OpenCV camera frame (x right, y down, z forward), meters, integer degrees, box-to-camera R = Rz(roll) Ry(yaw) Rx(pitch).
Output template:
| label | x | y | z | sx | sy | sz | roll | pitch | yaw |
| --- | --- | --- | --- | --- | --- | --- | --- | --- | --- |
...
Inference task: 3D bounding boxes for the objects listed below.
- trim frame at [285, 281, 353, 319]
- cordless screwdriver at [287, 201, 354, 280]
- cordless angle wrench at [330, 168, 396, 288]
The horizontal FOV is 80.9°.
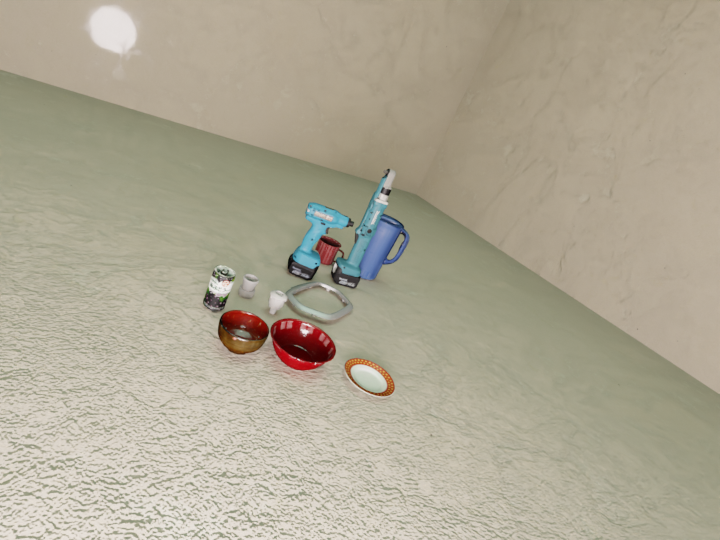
| label | x | y | z | sx | sy | sz | roll | pitch | yaw |
| --- | --- | --- | --- | --- | --- | --- | --- | --- | --- |
| trim frame | -0.122 | 0.086 | 1.270 | 0.191 | 0.027 | 0.241 | 30 | 22 | 18 |
| cordless screwdriver | -0.134 | -0.088 | 1.374 | 0.156 | 0.247 | 0.076 | 20 | 20 | -12 |
| cordless angle wrench | 0.021 | -0.140 | 1.416 | 0.095 | 0.420 | 0.077 | 18 | 21 | -19 |
